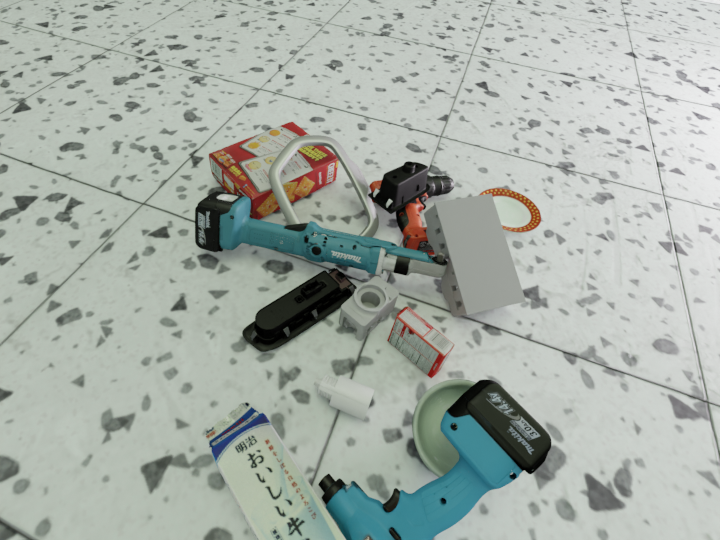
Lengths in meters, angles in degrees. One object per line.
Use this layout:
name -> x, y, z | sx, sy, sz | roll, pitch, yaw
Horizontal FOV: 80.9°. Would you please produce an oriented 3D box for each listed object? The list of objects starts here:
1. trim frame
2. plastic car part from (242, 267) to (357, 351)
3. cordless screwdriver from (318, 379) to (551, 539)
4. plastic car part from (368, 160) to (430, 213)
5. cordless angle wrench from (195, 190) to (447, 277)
trim frame -> -0.066, -0.144, 0.799 | 0.181, 0.027, 0.252 | -26, 81, -17
plastic car part -> -0.092, 0.055, 0.672 | 0.199, 0.066, 0.069 | -34, 68, -25
cordless screwdriver -> 0.078, 0.226, 0.478 | 0.167, 0.071, 0.248 | 41, 87, 26
plastic car part -> 0.081, -0.168, 0.790 | 0.114, 0.069, 0.069 | -32, 59, -22
cordless angle wrench -> -0.070, -0.046, 0.716 | 0.430, 0.096, 0.074 | 13, 26, 9
